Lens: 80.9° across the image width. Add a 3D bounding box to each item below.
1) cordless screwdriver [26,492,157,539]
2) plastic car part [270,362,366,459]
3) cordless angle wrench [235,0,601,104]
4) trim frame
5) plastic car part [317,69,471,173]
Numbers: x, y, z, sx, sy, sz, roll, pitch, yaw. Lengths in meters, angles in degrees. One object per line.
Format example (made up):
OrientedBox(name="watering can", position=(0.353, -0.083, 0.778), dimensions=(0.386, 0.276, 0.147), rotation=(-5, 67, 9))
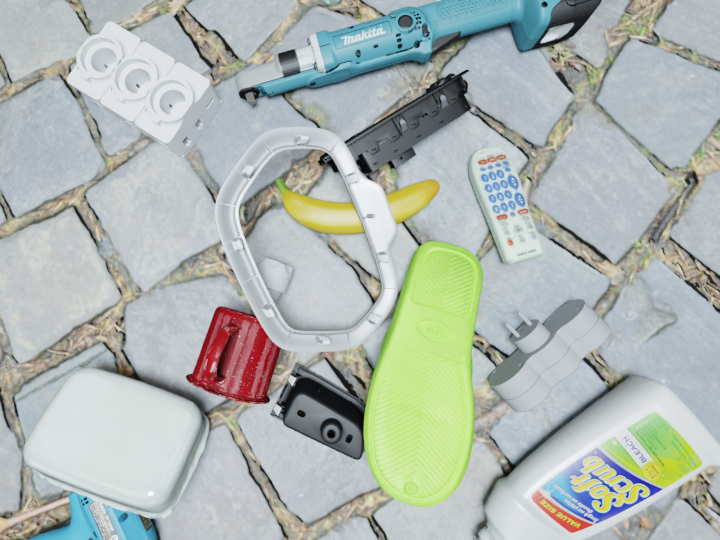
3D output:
OrientedBox(name="cordless screwdriver", position=(-0.334, 0.338, 0.445), dimensions=(0.247, 0.074, 0.161), rotation=(-30, 84, -6))
OrientedBox(name="plastic car part", position=(-0.037, 0.161, 0.455), dimensions=(0.118, 0.070, 0.066), rotation=(26, 86, 6))
OrientedBox(name="cordless angle wrench", position=(0.053, -0.281, 0.508), dimensions=(0.424, 0.073, 0.099), rotation=(-15, 84, 3))
OrientedBox(name="trim frame", position=(-0.043, -0.028, 0.442), dimensions=(0.180, 0.028, 0.244), rotation=(-28, 102, -24))
OrientedBox(name="plastic car part", position=(0.050, -0.166, 0.496), dimensions=(0.202, 0.067, 0.066), rotation=(-36, 96, -3))
